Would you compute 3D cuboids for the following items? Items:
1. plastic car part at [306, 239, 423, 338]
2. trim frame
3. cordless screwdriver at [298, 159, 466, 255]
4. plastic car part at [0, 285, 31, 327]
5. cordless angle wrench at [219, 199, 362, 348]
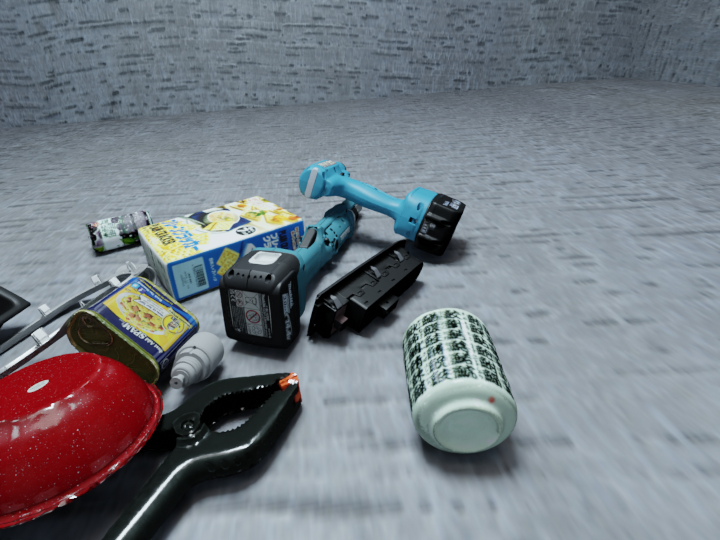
[{"bbox_3d":[0.020,0.019,0.523,0.070,0.065,0.199,23,37,23],"label":"plastic car part"},{"bbox_3d":[-0.352,0.056,0.482,0.190,0.027,0.247,-13,24,28],"label":"trim frame"},{"bbox_3d":[0.036,-0.118,0.681,0.254,0.073,0.158,23,24,10],"label":"cordless screwdriver"},{"bbox_3d":[-0.459,0.071,0.489,0.064,0.071,0.119,32,18,-17],"label":"plastic car part"},{"bbox_3d":[-0.061,-0.040,0.627,0.076,0.095,0.421,5,26,14],"label":"cordless angle wrench"}]
